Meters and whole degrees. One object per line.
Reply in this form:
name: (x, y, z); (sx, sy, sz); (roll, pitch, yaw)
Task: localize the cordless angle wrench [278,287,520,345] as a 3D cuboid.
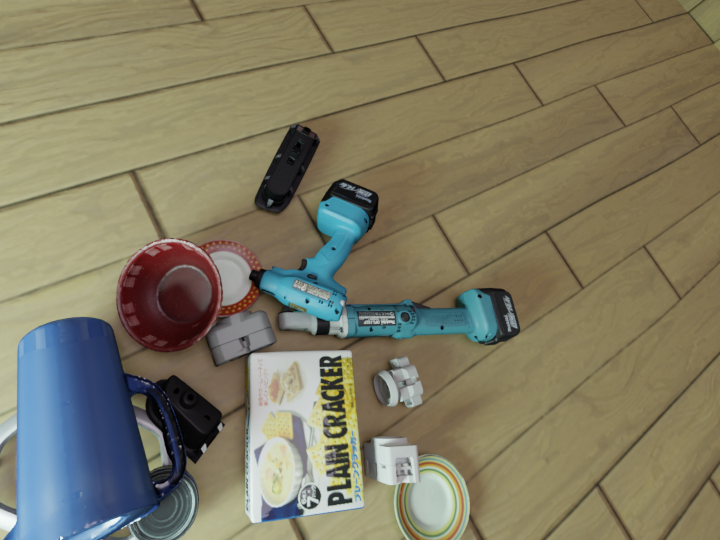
cordless angle wrench: (0.068, 0.085, 0.730); (0.412, 0.074, 0.100); (0, 67, -15)

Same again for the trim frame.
trim frame: (-0.355, 0.260, 0.544); (0.243, 0.028, 0.186); (22, 63, -11)

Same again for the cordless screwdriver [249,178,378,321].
cordless screwdriver: (-0.070, -0.046, 0.718); (0.162, 0.072, 0.251); (18, 59, 7)

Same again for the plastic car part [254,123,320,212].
plastic car part: (-0.129, -0.195, 0.783); (0.064, 0.068, 0.204); (29, 66, -17)

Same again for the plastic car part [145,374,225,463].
plastic car part: (-0.237, 0.190, 0.577); (0.116, 0.072, 0.065); (44, 38, -2)
